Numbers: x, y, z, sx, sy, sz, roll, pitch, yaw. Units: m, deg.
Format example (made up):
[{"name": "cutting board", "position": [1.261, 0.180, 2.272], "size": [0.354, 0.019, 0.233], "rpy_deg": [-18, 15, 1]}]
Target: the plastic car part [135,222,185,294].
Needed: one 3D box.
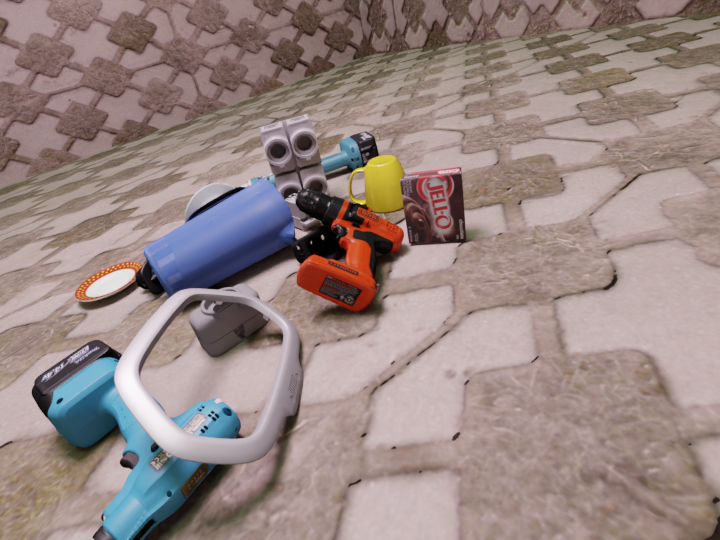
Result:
[{"name": "plastic car part", "position": [-0.365, -0.029, 0.814], "size": [0.069, 0.064, 0.206], "rpy_deg": [-15, 30, 19]}]

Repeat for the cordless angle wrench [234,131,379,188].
[{"name": "cordless angle wrench", "position": [-0.164, -0.235, 1.043], "size": [0.422, 0.071, 0.102], "rpy_deg": [-20, 31, -3]}]

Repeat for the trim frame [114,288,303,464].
[{"name": "trim frame", "position": [-0.146, 0.096, 0.456], "size": [0.182, 0.027, 0.253], "rpy_deg": [21, 24, -8]}]

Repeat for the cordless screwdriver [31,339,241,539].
[{"name": "cordless screwdriver", "position": [-0.263, 0.173, 0.444], "size": [0.261, 0.071, 0.157], "rpy_deg": [12, 40, 32]}]

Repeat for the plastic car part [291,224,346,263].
[{"name": "plastic car part", "position": [-0.070, -0.046, 0.718], "size": [0.074, 0.064, 0.114], "rpy_deg": [-3, 26, 46]}]
